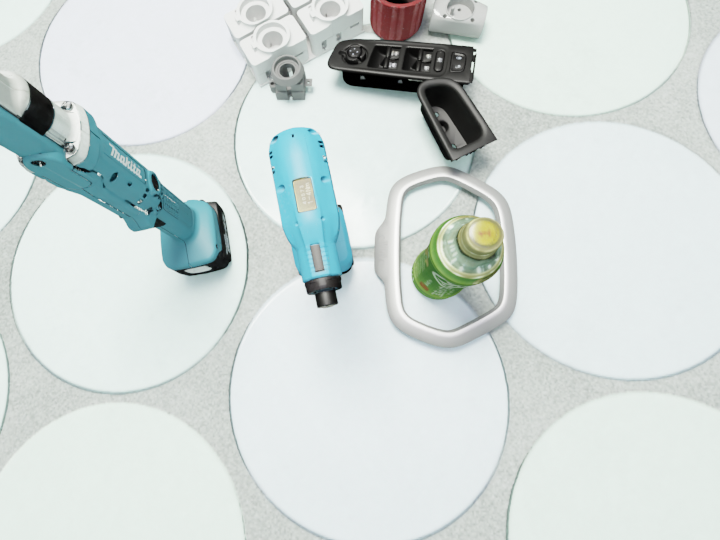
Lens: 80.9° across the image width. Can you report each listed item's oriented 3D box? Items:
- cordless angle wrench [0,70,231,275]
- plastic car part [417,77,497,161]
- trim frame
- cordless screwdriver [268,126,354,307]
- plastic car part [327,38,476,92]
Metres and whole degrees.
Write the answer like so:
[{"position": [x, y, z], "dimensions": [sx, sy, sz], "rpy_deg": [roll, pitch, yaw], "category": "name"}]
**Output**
[{"position": [-0.220, -0.076, 0.403], "dimensions": [0.074, 0.416, 0.099], "rpy_deg": [-12, 80, -3], "category": "cordless angle wrench"}, {"position": [0.120, -0.201, 0.582], "dimensions": [0.066, 0.069, 0.119], "rpy_deg": [-26, 78, -4], "category": "plastic car part"}, {"position": [0.111, -0.024, 0.564], "dimensions": [0.186, 0.027, 0.252], "rpy_deg": [1, 77, 5], "category": "trim frame"}, {"position": [-0.046, -0.030, 0.466], "dimensions": [0.074, 0.245, 0.162], "rpy_deg": [-12, 79, -3], "category": "cordless screwdriver"}, {"position": [0.055, -0.292, 0.611], "dimensions": [0.206, 0.066, 0.067], "rpy_deg": [11, 79, 6], "category": "plastic car part"}]
